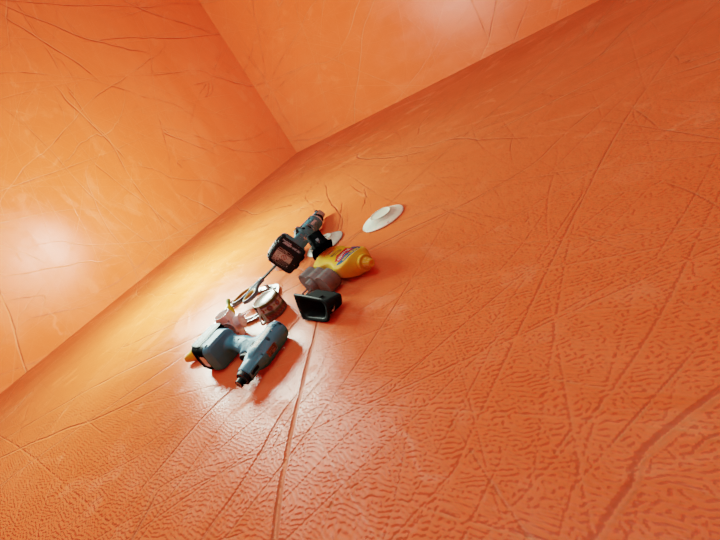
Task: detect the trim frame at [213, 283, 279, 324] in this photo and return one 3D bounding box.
[{"bbox_3d":[-0.332,0.104,1.221,0.258,0.026,0.184,-13,31,36],"label":"trim frame"}]

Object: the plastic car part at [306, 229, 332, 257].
[{"bbox_3d":[-0.112,-0.073,1.149,0.066,0.067,0.203,-28,2,-5],"label":"plastic car part"}]

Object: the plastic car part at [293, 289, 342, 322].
[{"bbox_3d":[-0.082,0.070,0.928,0.069,0.064,0.122,-32,20,-38],"label":"plastic car part"}]

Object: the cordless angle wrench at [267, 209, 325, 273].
[{"bbox_3d":[-0.179,-0.122,1.375,0.074,0.098,0.424,-55,5,26],"label":"cordless angle wrench"}]

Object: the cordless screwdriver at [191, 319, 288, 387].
[{"bbox_3d":[-0.287,0.187,0.946,0.259,0.071,0.158,-9,33,38],"label":"cordless screwdriver"}]
